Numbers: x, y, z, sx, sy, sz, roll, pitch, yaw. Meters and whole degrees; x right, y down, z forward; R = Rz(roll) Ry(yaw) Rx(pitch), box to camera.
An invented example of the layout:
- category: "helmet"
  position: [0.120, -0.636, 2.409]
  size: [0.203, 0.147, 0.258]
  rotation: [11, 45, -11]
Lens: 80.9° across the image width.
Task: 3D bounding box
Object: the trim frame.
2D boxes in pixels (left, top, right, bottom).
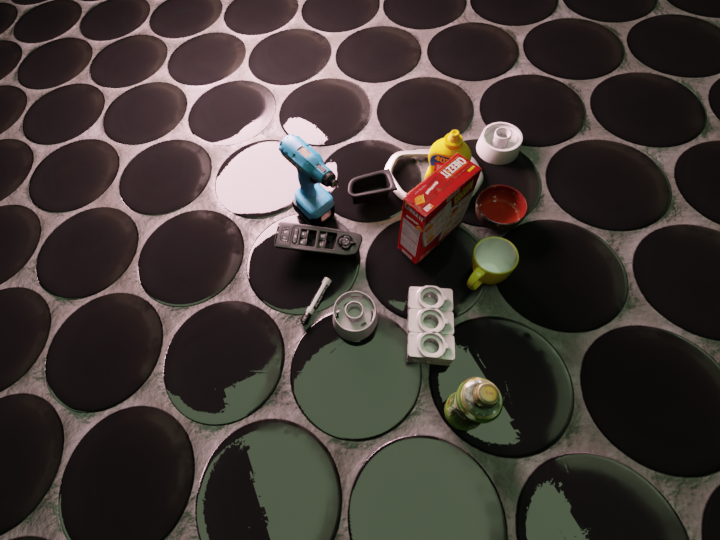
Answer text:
- category: "trim frame"
  position: [0.185, -0.245, 1.083]
  size: [0.252, 0.026, 0.188]
  rotation: [2, 63, 8]

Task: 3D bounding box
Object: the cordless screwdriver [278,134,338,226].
- category: "cordless screwdriver"
  position: [-0.103, -0.182, 0.965]
  size: [0.074, 0.241, 0.166]
  rotation: [-39, 68, -15]

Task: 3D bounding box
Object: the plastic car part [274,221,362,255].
- category: "plastic car part"
  position: [-0.098, -0.064, 1.002]
  size: [0.207, 0.065, 0.067]
  rotation: [6, 64, 10]

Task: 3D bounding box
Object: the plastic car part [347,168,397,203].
- category: "plastic car part"
  position: [0.024, -0.198, 1.054]
  size: [0.116, 0.068, 0.068]
  rotation: [-15, 63, -2]
